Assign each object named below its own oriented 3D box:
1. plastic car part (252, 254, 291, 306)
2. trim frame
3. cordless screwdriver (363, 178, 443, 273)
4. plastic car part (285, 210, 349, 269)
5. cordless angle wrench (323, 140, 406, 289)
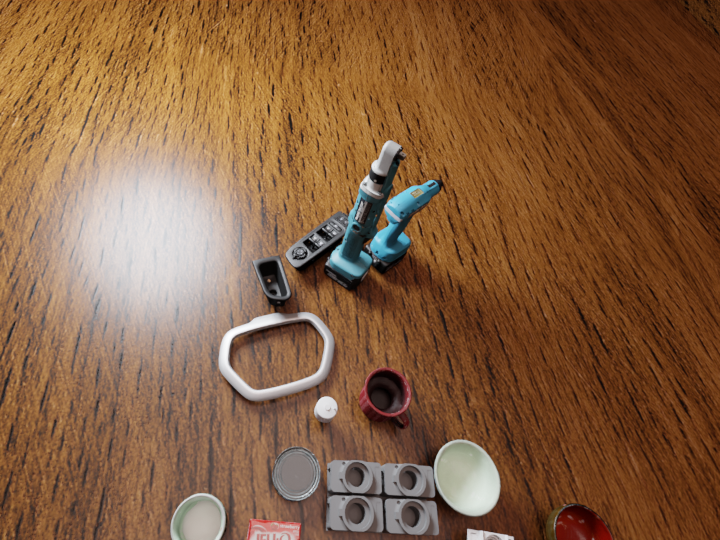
[{"bbox_3d":[-0.198,0.034,0.953,0.064,0.070,0.121,-13,61,-20],"label":"plastic car part"},{"bbox_3d":[-0.172,0.172,0.891,0.243,0.027,0.192,-13,60,-18],"label":"trim frame"},{"bbox_3d":[0.100,-0.106,0.990,0.156,0.245,0.077,-34,72,-29],"label":"cordless screwdriver"},{"bbox_3d":[-0.102,-0.066,1.039,0.068,0.066,0.199,43,60,16],"label":"plastic car part"},{"bbox_3d":[0.007,-0.101,0.868,0.100,0.417,0.074,36,57,9],"label":"cordless angle wrench"}]
